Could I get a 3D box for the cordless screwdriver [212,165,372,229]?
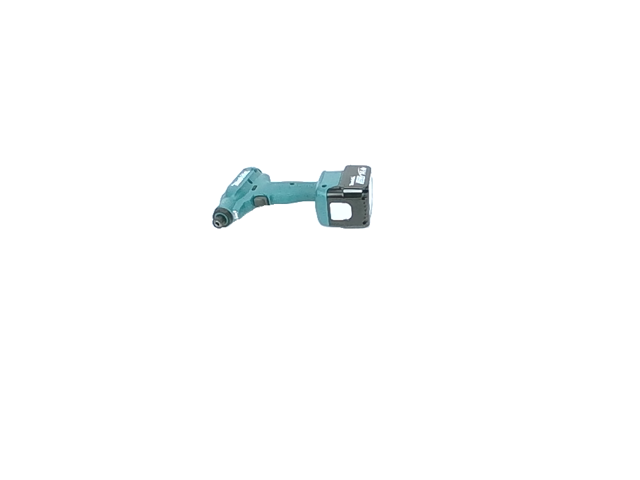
[{"bbox_3d":[-0.044,-0.063,0.688,0.250,0.074,0.158,4,36,15],"label":"cordless screwdriver"}]
